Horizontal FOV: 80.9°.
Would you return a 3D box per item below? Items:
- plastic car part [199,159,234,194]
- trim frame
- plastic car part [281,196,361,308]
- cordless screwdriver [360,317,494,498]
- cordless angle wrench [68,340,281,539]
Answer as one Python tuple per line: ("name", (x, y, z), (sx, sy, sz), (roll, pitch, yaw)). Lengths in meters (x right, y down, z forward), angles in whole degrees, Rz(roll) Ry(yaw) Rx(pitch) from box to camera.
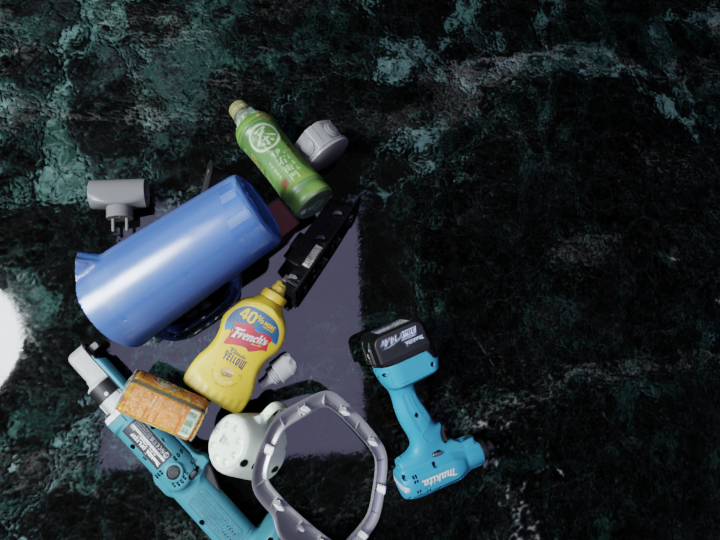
("plastic car part", (-0.214, -0.110, 0.655), (0.068, 0.068, 0.118), (19, 72, -25))
("trim frame", (-0.043, 0.281, 0.575), (0.183, 0.029, 0.239), (-50, 116, -30))
("plastic car part", (-0.064, -0.042, 0.652), (0.070, 0.064, 0.202), (26, 60, 18))
("cordless screwdriver", (0.101, 0.196, 0.642), (0.156, 0.075, 0.250), (-15, 86, -14))
("cordless angle wrench", (-0.243, 0.263, 0.566), (0.425, 0.074, 0.097), (46, 74, 3))
